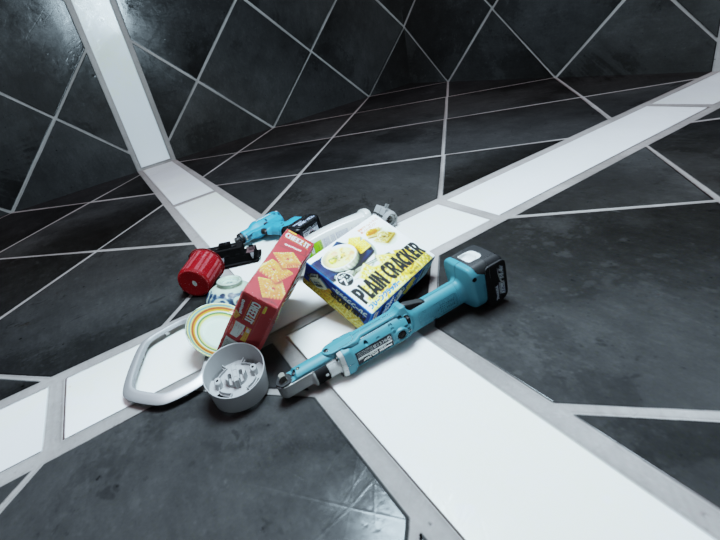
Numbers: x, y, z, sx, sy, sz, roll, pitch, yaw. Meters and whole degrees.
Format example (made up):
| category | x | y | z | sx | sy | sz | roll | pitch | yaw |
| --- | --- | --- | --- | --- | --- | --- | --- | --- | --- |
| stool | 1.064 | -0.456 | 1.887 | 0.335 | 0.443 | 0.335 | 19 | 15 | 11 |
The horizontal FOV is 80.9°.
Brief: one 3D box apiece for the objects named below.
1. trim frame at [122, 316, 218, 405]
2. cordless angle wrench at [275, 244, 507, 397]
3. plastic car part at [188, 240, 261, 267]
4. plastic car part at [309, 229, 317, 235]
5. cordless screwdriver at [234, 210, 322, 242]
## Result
| category | x | y | z | sx | sy | sz | roll | pitch | yaw |
| --- | --- | --- | --- | --- | --- | --- | --- | --- | --- |
| trim frame | -0.344 | 0.160 | 0.796 | 0.183 | 0.026 | 0.258 | -18 | 28 | -5 |
| cordless angle wrench | 0.055 | 0.090 | 0.695 | 0.417 | 0.094 | 0.078 | -28 | 31 | -15 |
| plastic car part | -0.368 | -0.037 | 1.116 | 0.204 | 0.064 | 0.069 | -15 | 35 | 3 |
| plastic car part | -0.101 | -0.066 | 1.037 | 0.114 | 0.069 | 0.070 | -26 | 28 | -27 |
| cordless screwdriver | -0.227 | -0.102 | 1.153 | 0.156 | 0.072 | 0.263 | -35 | 32 | -33 |
